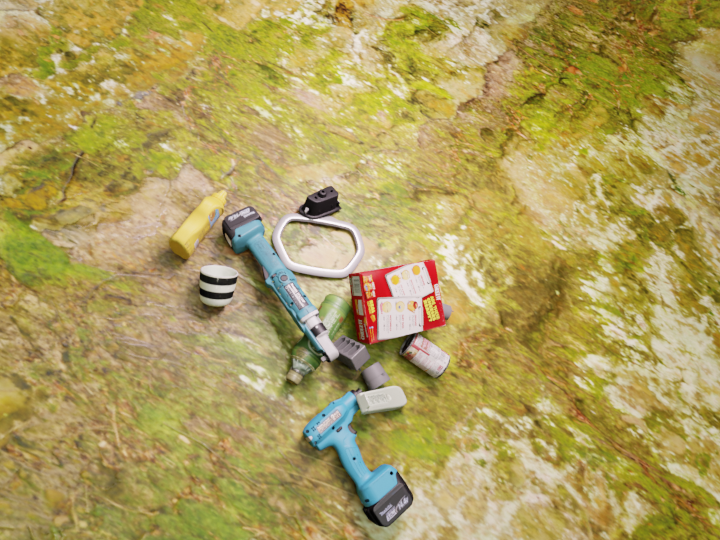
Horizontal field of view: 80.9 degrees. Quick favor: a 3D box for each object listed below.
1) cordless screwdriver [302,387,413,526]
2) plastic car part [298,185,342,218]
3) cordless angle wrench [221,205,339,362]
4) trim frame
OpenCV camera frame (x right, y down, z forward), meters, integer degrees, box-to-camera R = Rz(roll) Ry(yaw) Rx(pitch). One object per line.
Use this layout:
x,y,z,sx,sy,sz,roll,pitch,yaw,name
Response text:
0.010,0.390,0.901,0.156,0.073,0.256,-35,74,-25,cordless screwdriver
-0.102,-0.188,1.127,0.113,0.070,0.068,-27,67,-36,plastic car part
-0.181,0.029,0.980,0.096,0.073,0.439,-29,66,-23,cordless angle wrench
-0.109,-0.071,1.110,0.245,0.027,0.188,7,66,-8,trim frame
